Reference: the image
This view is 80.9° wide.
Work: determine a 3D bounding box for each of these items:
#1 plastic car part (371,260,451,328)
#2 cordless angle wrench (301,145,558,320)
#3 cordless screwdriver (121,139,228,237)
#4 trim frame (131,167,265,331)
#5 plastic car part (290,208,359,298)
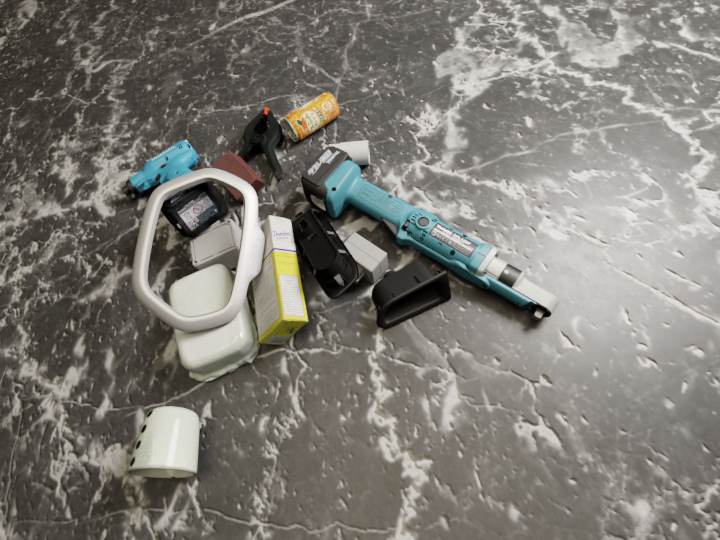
[{"bbox_3d":[0.064,0.027,0.622,0.117,0.063,0.074,-24,46,1],"label":"plastic car part"},{"bbox_3d":[0.093,-0.061,0.656,0.441,0.071,0.097,33,72,23],"label":"cordless angle wrench"},{"bbox_3d":[-0.345,-0.145,0.764,0.158,0.071,0.263,-36,45,-9],"label":"cordless screwdriver"},{"bbox_3d":[-0.237,-0.035,0.626,0.184,0.027,0.252,5,75,-1],"label":"trim frame"},{"bbox_3d":[-0.063,-0.041,0.640,0.066,0.064,0.214,-31,43,-3],"label":"plastic car part"}]
